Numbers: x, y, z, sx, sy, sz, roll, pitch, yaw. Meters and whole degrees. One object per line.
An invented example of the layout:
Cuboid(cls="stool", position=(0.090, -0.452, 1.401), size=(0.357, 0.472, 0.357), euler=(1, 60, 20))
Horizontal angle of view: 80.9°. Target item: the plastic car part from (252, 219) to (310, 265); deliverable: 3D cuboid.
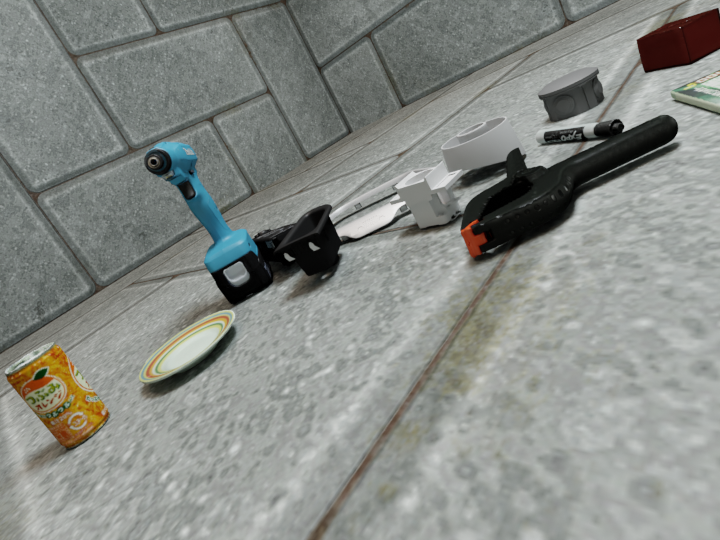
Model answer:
Cuboid(cls="plastic car part", position=(-0.132, -0.043, 0.686), size=(0.065, 0.065, 0.211), euler=(-35, 20, -20))

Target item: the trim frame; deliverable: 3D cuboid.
Cuboid(cls="trim frame", position=(0.020, -0.101, 0.673), size=(0.253, 0.027, 0.186), euler=(-24, 20, 16))

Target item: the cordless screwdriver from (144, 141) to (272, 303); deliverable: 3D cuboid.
Cuboid(cls="cordless screwdriver", position=(-0.219, -0.070, 0.607), size=(0.074, 0.242, 0.163), euler=(-29, 16, -2))

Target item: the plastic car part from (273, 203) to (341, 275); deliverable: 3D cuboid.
Cuboid(cls="plastic car part", position=(-0.054, -0.035, 0.550), size=(0.067, 0.069, 0.117), euler=(-22, 19, 22))
